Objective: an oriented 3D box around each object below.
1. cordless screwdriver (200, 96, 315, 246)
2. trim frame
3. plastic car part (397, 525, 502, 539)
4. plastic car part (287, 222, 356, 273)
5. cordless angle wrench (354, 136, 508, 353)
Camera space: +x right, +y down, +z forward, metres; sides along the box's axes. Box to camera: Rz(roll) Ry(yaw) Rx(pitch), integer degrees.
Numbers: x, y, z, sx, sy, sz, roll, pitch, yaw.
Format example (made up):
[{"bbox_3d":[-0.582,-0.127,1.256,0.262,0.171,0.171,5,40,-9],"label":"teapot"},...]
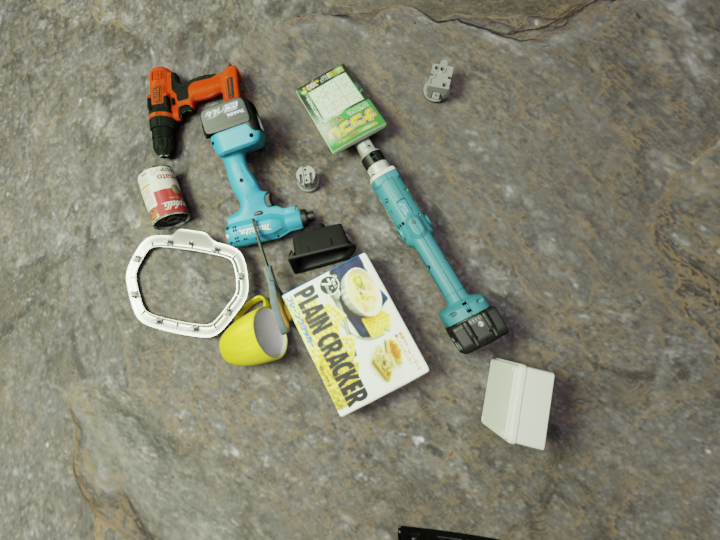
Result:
[{"bbox_3d":[-0.182,-0.175,0.748,0.160,0.074,0.247,-13,95,2],"label":"cordless screwdriver"},{"bbox_3d":[-0.315,0.019,0.754,0.256,0.026,0.185,9,83,16],"label":"trim frame"},{"bbox_3d":[0.160,0.435,0.624,0.205,0.066,0.067,0,91,5],"label":"plastic car part"},{"bbox_3d":[-0.073,-0.048,0.744,0.116,0.064,0.073,-17,66,-2],"label":"plastic car part"},{"bbox_3d":[0.092,-0.070,0.713,0.074,0.095,0.434,-29,75,1],"label":"cordless angle wrench"}]
